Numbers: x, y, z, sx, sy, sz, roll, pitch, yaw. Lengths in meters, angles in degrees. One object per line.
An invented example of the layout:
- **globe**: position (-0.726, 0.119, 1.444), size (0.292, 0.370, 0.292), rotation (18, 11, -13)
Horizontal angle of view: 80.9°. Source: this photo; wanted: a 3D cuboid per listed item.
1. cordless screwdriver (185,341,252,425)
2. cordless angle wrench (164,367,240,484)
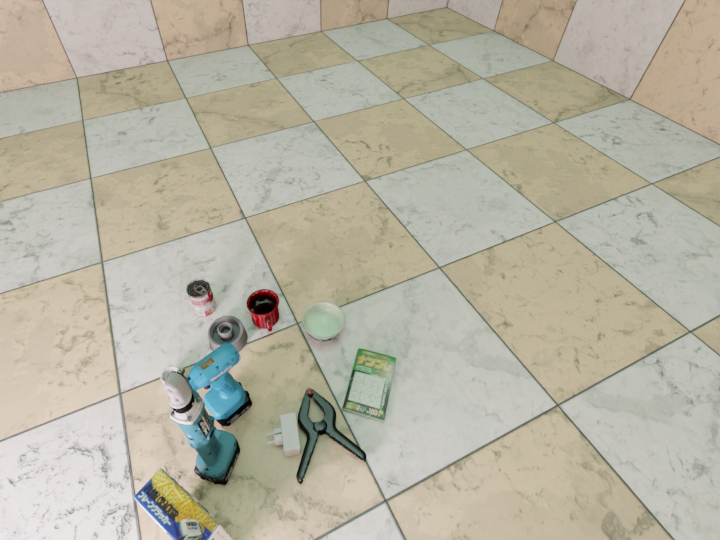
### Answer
- **cordless screwdriver**: position (-0.337, 0.280, 0.969), size (0.156, 0.241, 0.078), rotation (-36, 60, -29)
- **cordless angle wrench**: position (-0.314, 0.311, 0.829), size (0.076, 0.410, 0.099), rotation (13, 49, 7)
